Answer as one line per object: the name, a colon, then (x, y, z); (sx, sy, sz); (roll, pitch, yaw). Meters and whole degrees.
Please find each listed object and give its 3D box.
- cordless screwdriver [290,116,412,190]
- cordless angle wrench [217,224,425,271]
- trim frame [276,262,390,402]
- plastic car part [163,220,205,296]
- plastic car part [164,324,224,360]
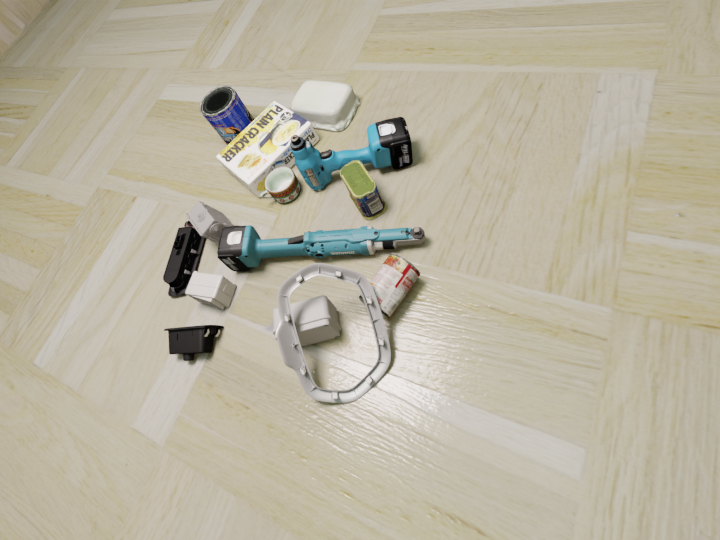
cordless screwdriver: (-0.021, -0.260, 0.903); (0.253, 0.151, 0.077); (-13, 61, 12)
cordless angle wrench: (-0.085, -0.055, 0.867); (0.434, 0.093, 0.076); (-3, 63, 16)
trim frame: (-0.049, 0.108, 0.725); (0.184, 0.027, 0.247); (-16, 94, 2)
plastic car part: (-0.417, -0.039, 1.001); (0.068, 0.064, 0.207); (-1, 66, 12)
plastic car part: (-0.351, 0.151, 0.879); (0.120, 0.063, 0.072); (-11, 75, 19)
